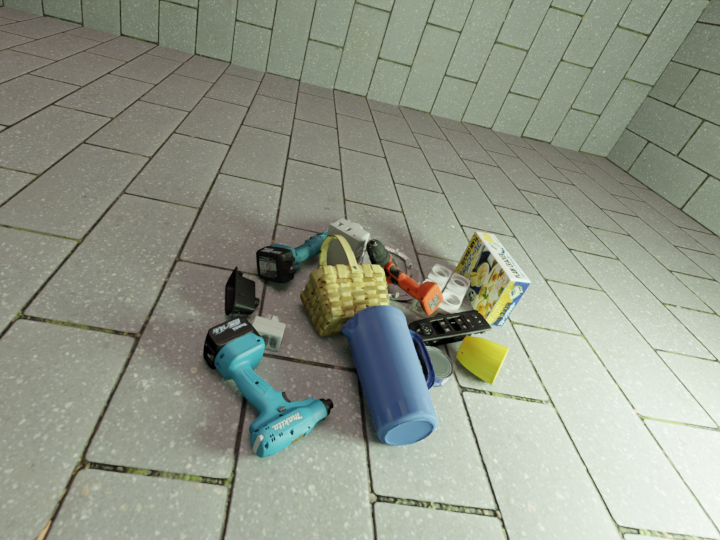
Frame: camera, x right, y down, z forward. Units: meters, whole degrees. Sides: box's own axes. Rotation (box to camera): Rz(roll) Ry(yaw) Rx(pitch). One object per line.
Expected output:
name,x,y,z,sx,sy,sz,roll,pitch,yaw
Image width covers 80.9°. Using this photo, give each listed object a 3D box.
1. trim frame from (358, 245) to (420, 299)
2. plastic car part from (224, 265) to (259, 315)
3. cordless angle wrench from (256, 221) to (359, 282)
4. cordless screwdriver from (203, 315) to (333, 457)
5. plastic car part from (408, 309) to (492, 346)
trim frame,0.077,-0.003,1.186,0.184,0.027,0.253,16,33,-3
plastic car part,-0.260,0.059,0.940,0.068,0.066,0.122,16,34,-30
cordless angle wrench,-0.114,-0.075,1.165,0.103,0.073,0.412,9,24,30
cordless screwdriver,-0.172,0.194,0.770,0.153,0.073,0.261,-16,50,-39
plastic car part,0.199,0.142,0.996,0.197,0.066,0.069,-4,47,-21
